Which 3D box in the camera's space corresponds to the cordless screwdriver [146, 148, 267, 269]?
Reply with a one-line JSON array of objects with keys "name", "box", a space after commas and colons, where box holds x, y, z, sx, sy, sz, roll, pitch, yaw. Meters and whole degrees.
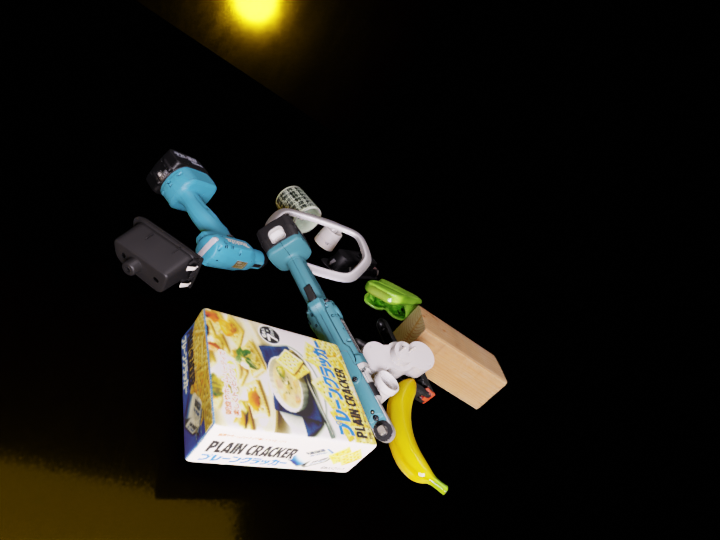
[{"name": "cordless screwdriver", "box": [-0.268, -0.099, 0.759, 0.259, 0.075, 0.152, 51, 14, 23]}]

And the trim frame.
[{"name": "trim frame", "box": [-0.090, -0.059, 0.925, 0.244, 0.027, 0.189, 15, 47, -11]}]

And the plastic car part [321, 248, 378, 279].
[{"name": "plastic car part", "box": [-0.013, -0.016, 1.018, 0.193, 0.067, 0.069, 0, 50, -54]}]

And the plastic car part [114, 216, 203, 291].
[{"name": "plastic car part", "box": [-0.286, -0.014, 0.576, 0.117, 0.066, 0.071, 34, 35, -1]}]

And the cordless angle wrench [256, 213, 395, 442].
[{"name": "cordless angle wrench", "box": [-0.059, 0.079, 0.703, 0.444, 0.074, 0.093, 57, 0, 34]}]
